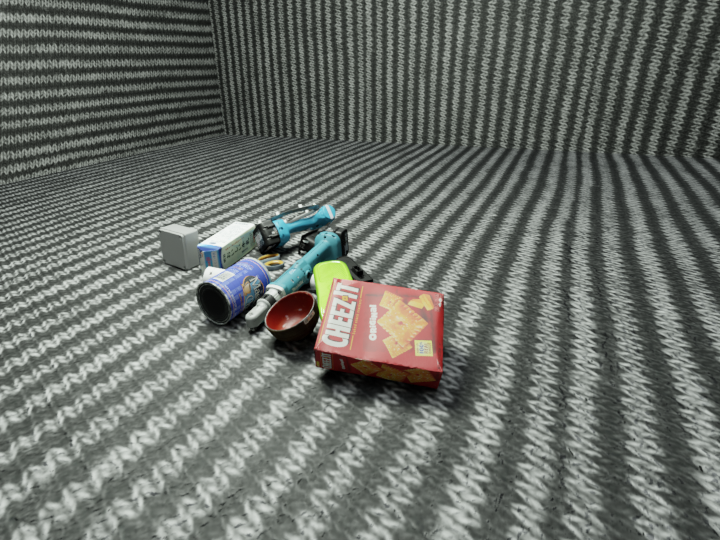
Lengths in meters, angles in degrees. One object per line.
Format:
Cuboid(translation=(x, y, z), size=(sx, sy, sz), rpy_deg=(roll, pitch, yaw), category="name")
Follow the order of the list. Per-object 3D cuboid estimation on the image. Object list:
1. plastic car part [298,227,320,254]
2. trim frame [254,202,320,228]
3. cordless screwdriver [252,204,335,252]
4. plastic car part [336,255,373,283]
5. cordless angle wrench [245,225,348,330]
Cuboid(translation=(-0.123, -0.080, 1.256), size=(0.074, 0.065, 0.113), rpy_deg=(29, 33, 23), category="plastic car part")
Cuboid(translation=(-0.242, -0.166, 1.346), size=(0.256, 0.028, 0.177), rpy_deg=(-21, -3, 31), category="trim frame")
Cuboid(translation=(-0.207, -0.126, 1.307), size=(0.242, 0.075, 0.162), rpy_deg=(-22, -5, -25), category="cordless screwdriver")
Cuboid(translation=(-0.017, 0.017, 1.040), size=(0.065, 0.065, 0.213), rpy_deg=(-19, 27, -18), category="plastic car part")
Cuboid(translation=(-0.149, 0.009, 1.038), size=(0.077, 0.095, 0.418), rpy_deg=(8, 31, 23), category="cordless angle wrench")
